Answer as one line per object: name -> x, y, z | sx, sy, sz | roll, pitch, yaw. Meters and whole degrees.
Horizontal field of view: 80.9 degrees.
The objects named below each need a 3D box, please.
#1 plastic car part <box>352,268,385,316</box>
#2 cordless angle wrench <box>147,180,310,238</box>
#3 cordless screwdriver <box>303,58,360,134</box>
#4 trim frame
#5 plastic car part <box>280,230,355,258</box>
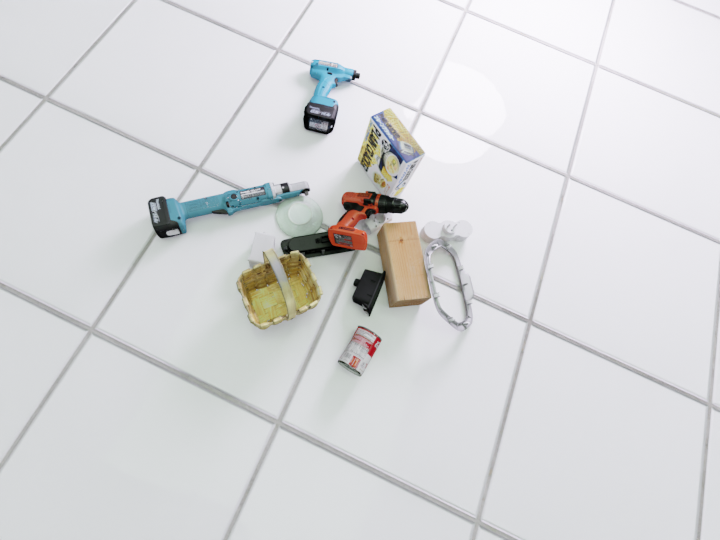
plastic car part -> 0.014, 0.048, 1.093 | 0.073, 0.064, 0.117 | 16, 66, 12
cordless angle wrench -> -0.340, -0.184, 1.135 | 0.415, 0.074, 0.100 | -15, 73, -14
cordless screwdriver -> -0.088, -0.534, 1.288 | 0.158, 0.073, 0.253 | 8, 66, -4
trim frame -> 0.234, 0.033, 1.096 | 0.174, 0.028, 0.255 | 10, 62, -42
plastic car part -> -0.110, -0.072, 1.122 | 0.201, 0.067, 0.067 | -10, 84, -7
